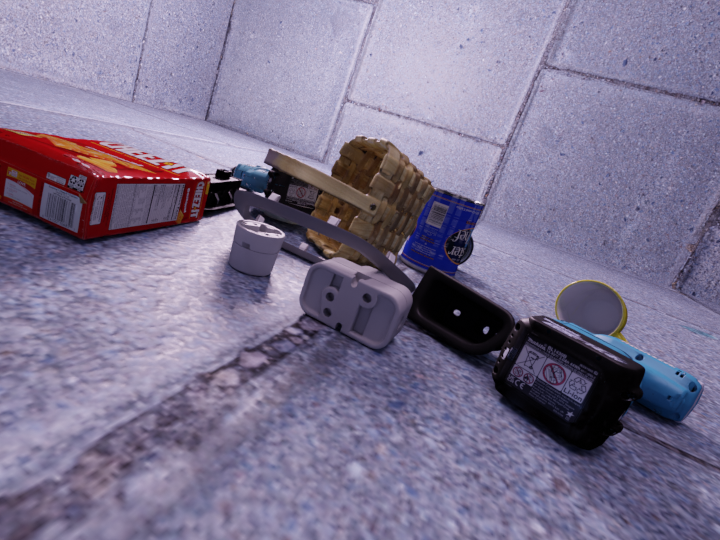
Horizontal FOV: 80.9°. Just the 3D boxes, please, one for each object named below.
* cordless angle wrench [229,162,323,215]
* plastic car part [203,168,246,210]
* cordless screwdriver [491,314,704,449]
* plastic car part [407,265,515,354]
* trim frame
[{"bbox_3d":[-0.204,-0.186,0.864,0.093,0.074,0.445,10,10,-33],"label":"cordless angle wrench"},{"bbox_3d":[-0.238,-0.133,0.697,0.066,0.067,0.203,26,18,-2],"label":"plastic car part"},{"bbox_3d":[0.220,0.090,0.428,0.236,0.074,0.169,11,16,-41],"label":"cordless screwdriver"},{"bbox_3d":[0.118,0.054,0.462,0.123,0.066,0.067,33,4,43],"label":"plastic car part"},{"bbox_3d":[-0.049,-0.032,0.504,0.259,0.027,0.176,22,-16,21],"label":"trim frame"}]
